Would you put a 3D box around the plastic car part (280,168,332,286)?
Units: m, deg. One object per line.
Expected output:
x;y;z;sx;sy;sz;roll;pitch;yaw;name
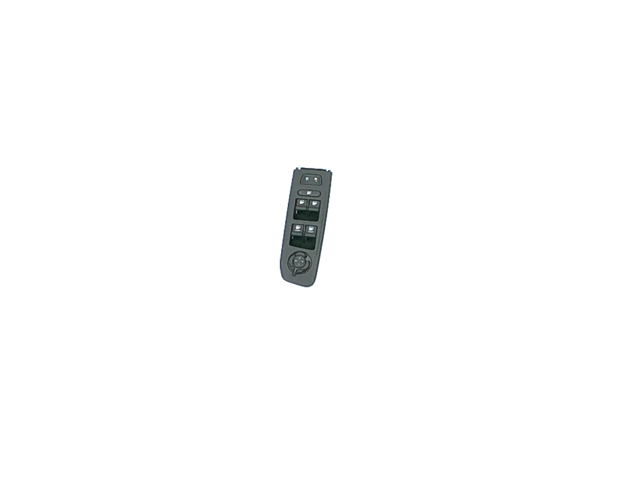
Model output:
-0.026;-0.018;0.706;0.066;0.202;0.067;8;-22;-2;plastic car part
